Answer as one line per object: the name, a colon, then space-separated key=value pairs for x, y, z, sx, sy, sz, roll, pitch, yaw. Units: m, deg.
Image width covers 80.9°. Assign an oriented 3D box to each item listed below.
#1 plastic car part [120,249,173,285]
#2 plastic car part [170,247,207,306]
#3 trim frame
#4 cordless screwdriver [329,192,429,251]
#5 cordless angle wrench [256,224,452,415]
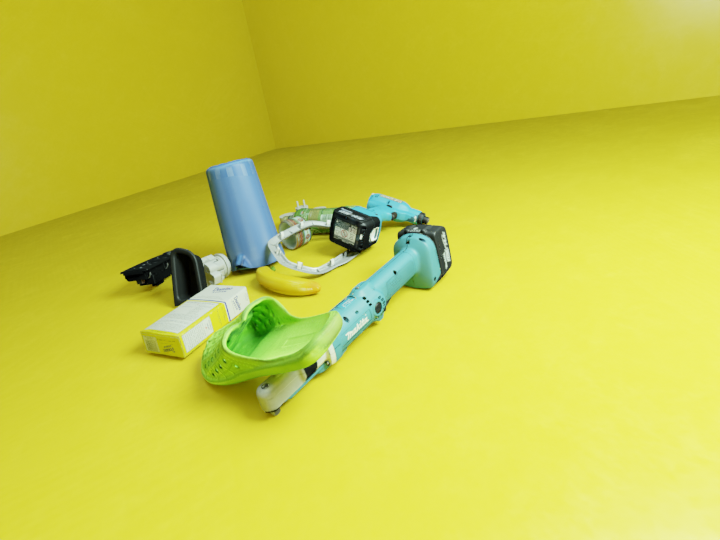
plastic car part: x=-0.481 y=-0.005 z=1.010 sx=0.067 sy=0.065 sz=0.205 roll=-16 pitch=18 yaw=7
plastic car part: x=-0.348 y=0.010 z=0.875 sx=0.067 sy=0.117 sz=0.070 roll=-8 pitch=-3 yaw=7
trim frame: x=-0.092 y=-0.060 z=0.942 sx=0.192 sy=0.027 sz=0.242 roll=25 pitch=34 yaw=23
cordless screwdriver: x=0.047 y=-0.113 z=0.974 sx=0.166 sy=0.073 sz=0.243 roll=22 pitch=30 yaw=24
cordless angle wrench: x=0.006 y=0.052 z=0.621 sx=0.078 sy=0.095 sz=0.414 roll=3 pitch=30 yaw=40
